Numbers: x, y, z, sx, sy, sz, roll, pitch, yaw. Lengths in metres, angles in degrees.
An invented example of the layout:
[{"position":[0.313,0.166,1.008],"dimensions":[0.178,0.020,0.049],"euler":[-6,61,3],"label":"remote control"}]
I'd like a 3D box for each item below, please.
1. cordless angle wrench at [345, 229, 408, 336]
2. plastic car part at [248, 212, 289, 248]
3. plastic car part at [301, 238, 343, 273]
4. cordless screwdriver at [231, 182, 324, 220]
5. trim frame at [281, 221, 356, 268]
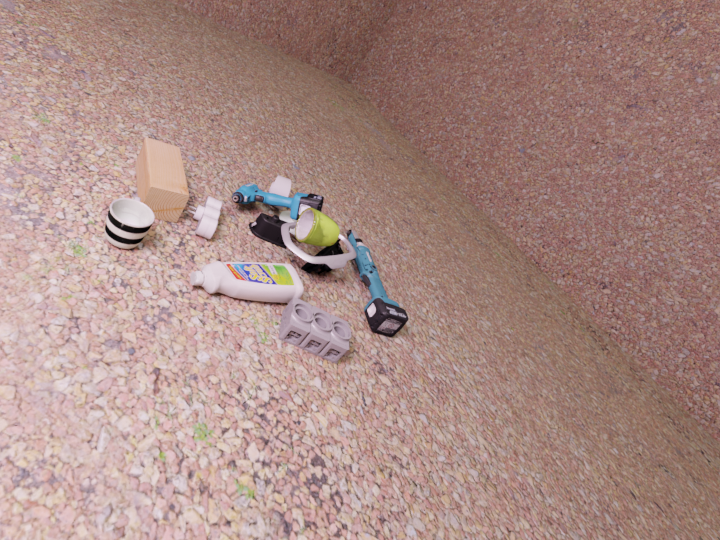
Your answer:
[{"position":[0.025,0.009,1.275],"dimensions":[0.093,0.074,0.442],"euler":[19,31,-30],"label":"cordless angle wrench"},{"position":[-0.242,-0.120,1.171],"dimensions":[0.111,0.071,0.069],"euler":[25,32,-28],"label":"plastic car part"},{"position":[-0.094,-0.038,1.219],"dimensions":[0.066,0.067,0.202],"euler":[49,29,-10],"label":"plastic car part"},{"position":[-0.232,-0.192,1.192],"dimensions":[0.251,0.073,0.160],"euler":[13,17,4],"label":"cordless screwdriver"},{"position":[-0.113,-0.074,1.158],"dimensions":[0.193,0.027,0.238],"euler":[45,30,26],"label":"trim frame"}]
